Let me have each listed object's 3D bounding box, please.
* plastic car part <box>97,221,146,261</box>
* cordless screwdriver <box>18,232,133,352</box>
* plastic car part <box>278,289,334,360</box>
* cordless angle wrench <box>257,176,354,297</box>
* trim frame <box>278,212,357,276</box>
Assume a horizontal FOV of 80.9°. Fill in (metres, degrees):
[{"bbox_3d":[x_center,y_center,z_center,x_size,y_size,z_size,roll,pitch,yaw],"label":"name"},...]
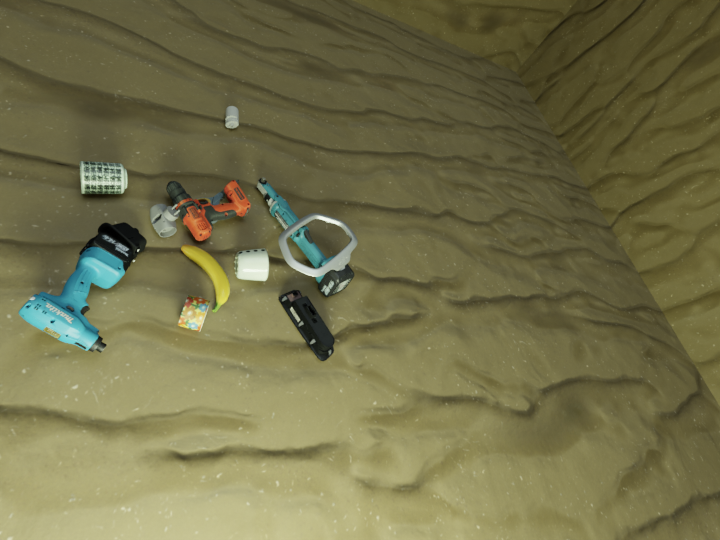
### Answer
[{"bbox_3d":[-0.561,-0.079,1.015,0.119,0.066,0.069,42,31,9],"label":"plastic car part"},{"bbox_3d":[-0.549,0.043,0.871,0.153,0.075,0.255,40,29,-24],"label":"cordless screwdriver"},{"bbox_3d":[-0.126,0.131,1.085,0.064,0.068,0.209,-16,67,-46],"label":"plastic car part"},{"bbox_3d":[-0.183,-0.114,1.232,0.072,0.098,0.438,-22,64,-40],"label":"cordless angle wrench"},{"bbox_3d":[-0.112,-0.074,1.150,0.189,0.027,0.244,36,46,13],"label":"trim frame"}]
